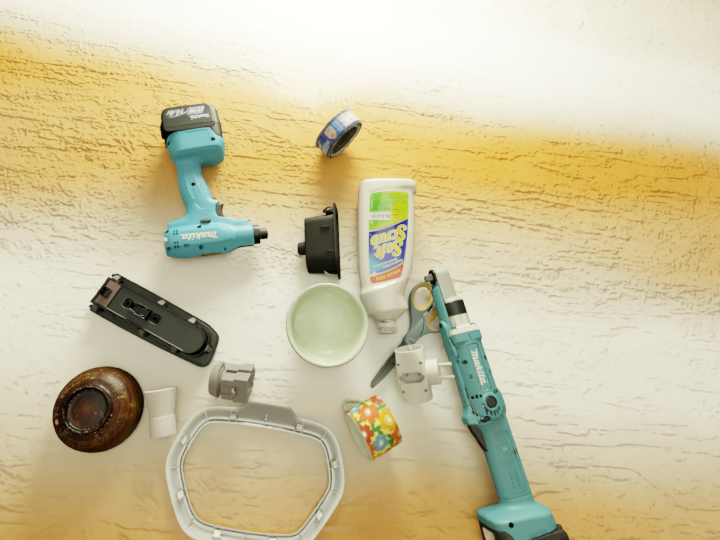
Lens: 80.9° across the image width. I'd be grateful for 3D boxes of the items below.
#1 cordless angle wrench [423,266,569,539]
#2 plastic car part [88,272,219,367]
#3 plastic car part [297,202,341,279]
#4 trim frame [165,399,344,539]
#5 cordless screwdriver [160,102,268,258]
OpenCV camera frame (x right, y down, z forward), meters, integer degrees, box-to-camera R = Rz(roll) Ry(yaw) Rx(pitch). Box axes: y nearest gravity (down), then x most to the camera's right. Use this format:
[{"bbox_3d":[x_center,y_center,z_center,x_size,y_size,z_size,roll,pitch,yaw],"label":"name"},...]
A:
[{"bbox_3d":[0.180,0.197,0.627,0.096,0.074,0.433,-11,73,-13],"label":"cordless angle wrench"},{"bbox_3d":[-0.299,0.070,0.619,0.203,0.067,0.066,29,63,0],"label":"plastic car part"},{"bbox_3d":[-0.068,-0.044,0.693,0.072,0.064,0.118,-1,75,5],"label":"plastic car part"},{"bbox_3d":[-0.143,0.279,0.584,0.247,0.027,0.187,10,69,-2],"label":"trim frame"},{"bbox_3d":[-0.244,-0.147,0.694,0.157,0.074,0.253,-7,76,-11],"label":"cordless screwdriver"}]
